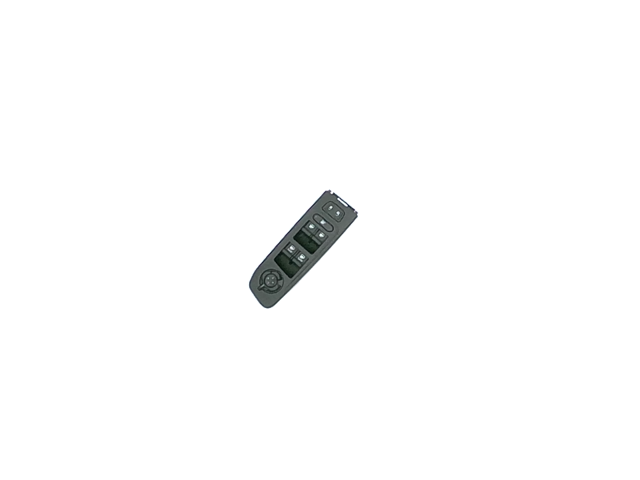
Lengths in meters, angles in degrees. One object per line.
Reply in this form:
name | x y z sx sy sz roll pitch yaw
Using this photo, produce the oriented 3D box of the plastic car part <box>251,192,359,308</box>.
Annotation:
plastic car part | -0.030 0.018 0.666 0.066 0.202 0.067 42 -8 5
